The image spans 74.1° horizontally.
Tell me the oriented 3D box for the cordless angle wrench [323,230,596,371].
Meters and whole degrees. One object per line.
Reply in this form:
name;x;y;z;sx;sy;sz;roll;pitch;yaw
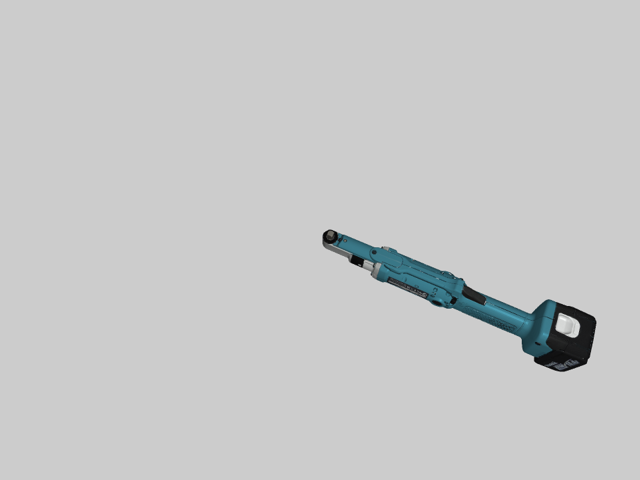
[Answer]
cordless angle wrench;0.195;0.077;0.672;0.423;0.074;0.098;23;-24;12
